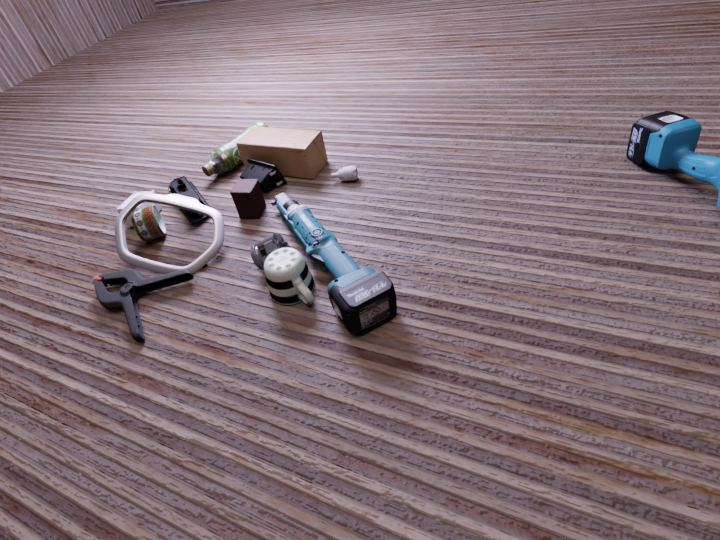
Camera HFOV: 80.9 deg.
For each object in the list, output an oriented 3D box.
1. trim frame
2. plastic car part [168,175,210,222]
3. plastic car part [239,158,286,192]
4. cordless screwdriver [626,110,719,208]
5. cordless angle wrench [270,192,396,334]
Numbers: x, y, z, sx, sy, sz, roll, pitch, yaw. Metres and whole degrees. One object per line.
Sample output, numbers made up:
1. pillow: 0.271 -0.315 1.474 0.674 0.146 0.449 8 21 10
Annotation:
1. trim frame: -0.412 -0.083 0.911 0.253 0.027 0.186 12 72 9
2. plastic car part: -0.430 -0.188 1.054 0.065 0.065 0.214 -25 47 -23
3. plastic car part: -0.254 -0.230 1.053 0.123 0.062 0.071 21 67 34
4. cordless screwdriver: 0.599 -0.211 0.737 0.074 0.152 0.260 -16 42 -4
5. cordless angle wrench: -0.080 -0.053 0.822 0.097 0.071 0.447 -27 43 -14
